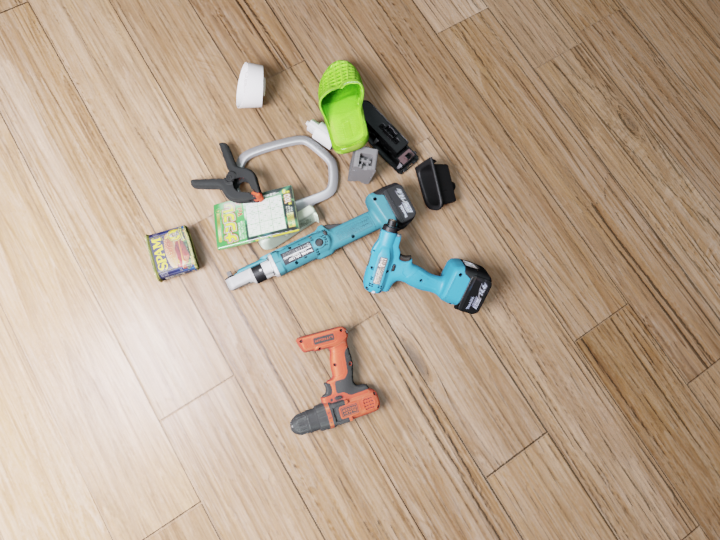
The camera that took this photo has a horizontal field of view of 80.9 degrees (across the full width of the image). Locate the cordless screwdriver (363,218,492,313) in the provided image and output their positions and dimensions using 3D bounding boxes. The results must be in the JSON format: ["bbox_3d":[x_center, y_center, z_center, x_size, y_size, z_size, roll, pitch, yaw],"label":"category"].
[{"bbox_3d":[0.142,-0.008,0.879,0.249,0.075,0.157,14,109,-1],"label":"cordless screwdriver"}]

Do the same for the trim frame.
[{"bbox_3d":[-0.171,-0.207,0.950,0.245,0.027,0.187,-19,79,-10],"label":"trim frame"}]

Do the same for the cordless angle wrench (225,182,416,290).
[{"bbox_3d":[-0.088,-0.058,0.905,0.420,0.074,0.099,-26,83,-7],"label":"cordless angle wrench"}]

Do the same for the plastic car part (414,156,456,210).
[{"bbox_3d":[0.180,-0.195,0.962,0.069,0.067,0.117,-13,84,-24],"label":"plastic car part"}]

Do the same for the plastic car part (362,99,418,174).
[{"bbox_3d":[0.048,-0.318,0.974,0.066,0.066,0.206,-43,82,-4],"label":"plastic car part"}]
